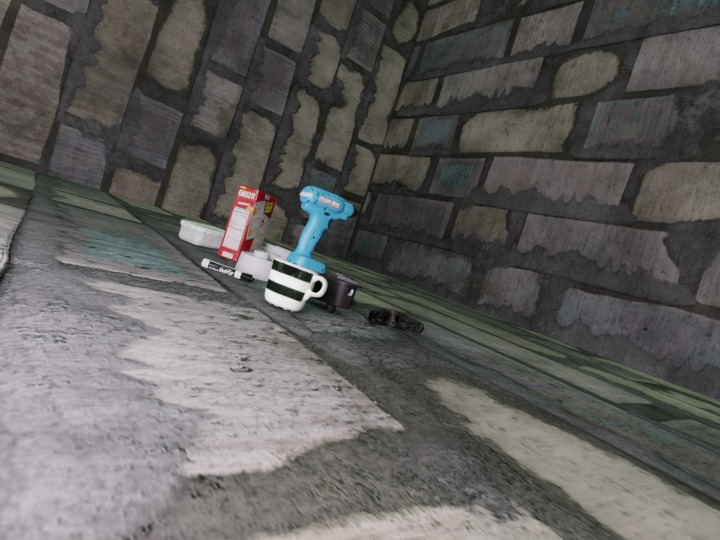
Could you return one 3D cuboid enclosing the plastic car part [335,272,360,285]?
[{"bbox_3d":[-0.038,0.043,1.139,0.067,0.067,0.202,18,3,1],"label":"plastic car part"}]

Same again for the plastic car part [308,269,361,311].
[{"bbox_3d":[-0.060,0.048,0.887,0.123,0.071,0.062,20,3,43],"label":"plastic car part"}]

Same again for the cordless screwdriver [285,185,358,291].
[{"bbox_3d":[-0.100,-0.065,1.018,0.151,0.248,0.078,17,2,-36],"label":"cordless screwdriver"}]
